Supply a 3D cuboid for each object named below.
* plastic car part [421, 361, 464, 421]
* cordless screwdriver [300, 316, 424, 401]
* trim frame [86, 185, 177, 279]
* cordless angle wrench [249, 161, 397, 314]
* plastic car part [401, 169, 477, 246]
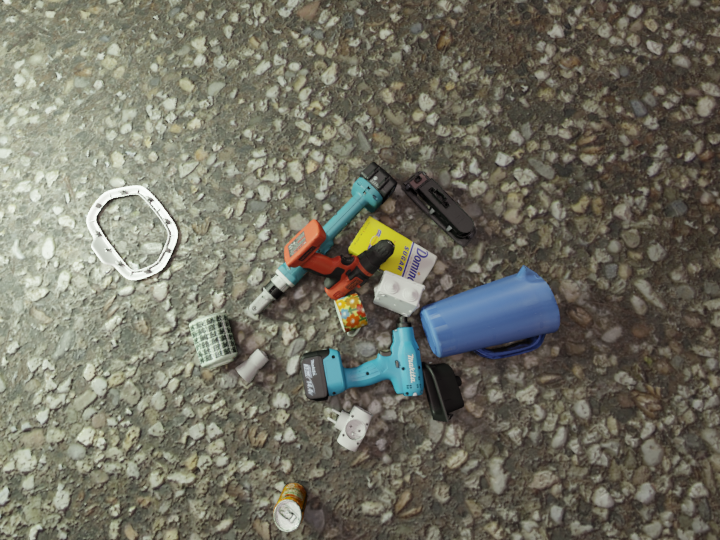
[{"bbox_3d":[0.173,0.240,0.862,0.069,0.066,0.119,-6,73,-16],"label":"plastic car part"},{"bbox_3d":[0.000,0.184,0.876,0.248,0.073,0.162,-5,76,-2],"label":"cordless screwdriver"},{"bbox_3d":[-0.543,-0.094,0.998,0.183,0.027,0.253,-40,79,-5],"label":"trim frame"},{"bbox_3d":[-0.091,-0.060,0.933,0.075,0.097,0.422,43,86,5],"label":"cordless angle wrench"},{"bbox_3d":[0.186,-0.146,0.951,0.066,0.066,0.207,-38,80,-14],"label":"plastic car part"}]
